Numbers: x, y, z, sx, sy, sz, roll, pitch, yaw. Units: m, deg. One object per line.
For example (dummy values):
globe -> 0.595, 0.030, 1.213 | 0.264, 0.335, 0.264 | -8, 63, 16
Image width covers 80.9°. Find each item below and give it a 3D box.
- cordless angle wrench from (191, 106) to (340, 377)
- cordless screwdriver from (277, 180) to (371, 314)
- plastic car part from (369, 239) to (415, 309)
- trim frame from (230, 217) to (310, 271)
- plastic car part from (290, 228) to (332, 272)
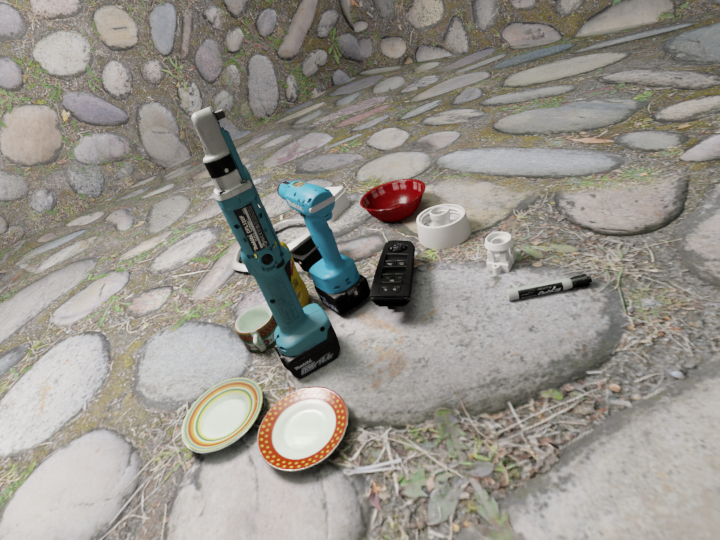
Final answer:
cordless angle wrench -> -0.139, -0.025, 0.612 | 0.097, 0.407, 0.078 | -26, 29, -13
cordless screwdriver -> -0.076, -0.049, 0.772 | 0.073, 0.239, 0.168 | -31, 31, -21
plastic car part -> 0.067, 0.008, 0.767 | 0.068, 0.064, 0.206 | -10, 33, 17
trim frame -> -0.225, -0.070, 1.097 | 0.245, 0.026, 0.194 | -33, 33, -19
plastic car part -> -0.096, -0.038, 0.931 | 0.070, 0.068, 0.115 | 16, 46, 45
